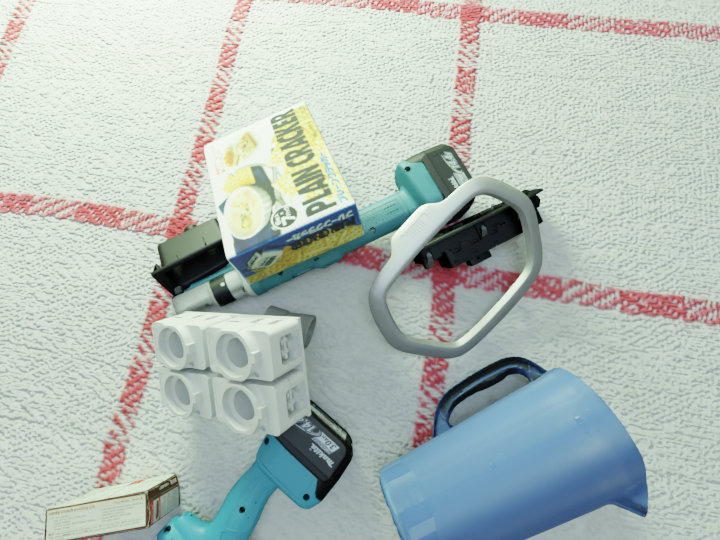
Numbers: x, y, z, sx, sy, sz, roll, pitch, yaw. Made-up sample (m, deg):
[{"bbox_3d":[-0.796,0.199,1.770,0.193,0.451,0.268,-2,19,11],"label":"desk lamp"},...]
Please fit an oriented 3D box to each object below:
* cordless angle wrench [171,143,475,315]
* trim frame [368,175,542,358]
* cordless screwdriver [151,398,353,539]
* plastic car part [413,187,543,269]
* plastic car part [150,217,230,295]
[{"bbox_3d":[-0.056,-0.036,0.569,0.422,0.072,0.101,-25,75,-2],"label":"cordless angle wrench"},{"bbox_3d":[0.121,0.001,0.523,0.179,0.028,0.249,42,93,-16],"label":"trim frame"},{"bbox_3d":[-0.103,0.280,0.477,0.163,0.073,0.248,42,84,12],"label":"cordless screwdriver"},{"bbox_3d":[0.160,-0.050,0.561,0.202,0.066,0.068,-30,87,-5],"label":"plastic car part"},{"bbox_3d":[-0.230,-0.030,0.585,0.115,0.063,0.074,-32,63,-10],"label":"plastic car part"}]
